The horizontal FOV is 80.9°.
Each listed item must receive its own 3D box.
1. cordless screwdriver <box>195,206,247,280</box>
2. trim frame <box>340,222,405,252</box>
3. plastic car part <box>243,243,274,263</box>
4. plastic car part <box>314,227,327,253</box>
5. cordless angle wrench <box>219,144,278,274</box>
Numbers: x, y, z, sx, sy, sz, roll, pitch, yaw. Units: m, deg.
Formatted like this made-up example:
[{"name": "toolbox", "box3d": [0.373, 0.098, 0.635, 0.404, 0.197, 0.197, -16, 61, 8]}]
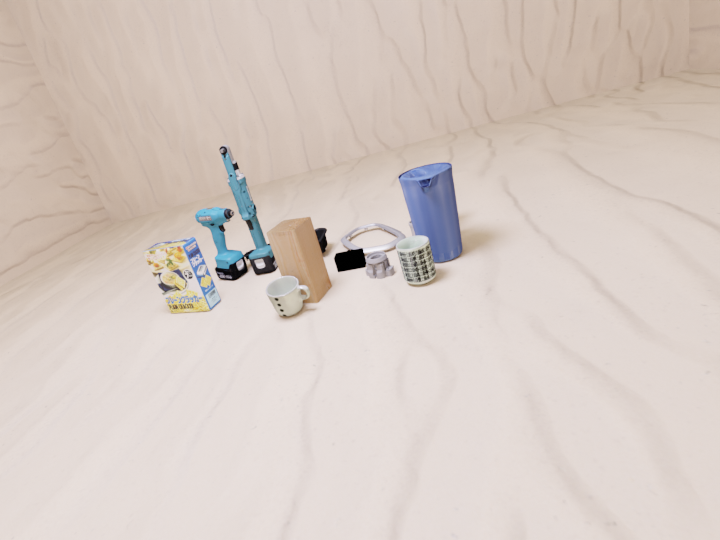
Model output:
[{"name": "cordless screwdriver", "box3d": [-0.441, -0.091, 1.390, 0.166, 0.242, 0.073, -1, 25, 35]}, {"name": "trim frame", "box3d": [0.039, -0.105, 1.362, 0.181, 0.027, 0.260, -24, 24, -15]}, {"name": "plastic car part", "box3d": [-0.312, -0.069, 1.475, 0.203, 0.065, 0.068, -17, 22, 1]}, {"name": "plastic car part", "box3d": [-0.136, -0.089, 1.394, 0.068, 0.069, 0.117, -9, 24, 19]}, {"name": "cordless angle wrench", "box3d": [-0.360, -0.192, 1.345, 0.076, 0.411, 0.099, -11, 20, 13]}]
